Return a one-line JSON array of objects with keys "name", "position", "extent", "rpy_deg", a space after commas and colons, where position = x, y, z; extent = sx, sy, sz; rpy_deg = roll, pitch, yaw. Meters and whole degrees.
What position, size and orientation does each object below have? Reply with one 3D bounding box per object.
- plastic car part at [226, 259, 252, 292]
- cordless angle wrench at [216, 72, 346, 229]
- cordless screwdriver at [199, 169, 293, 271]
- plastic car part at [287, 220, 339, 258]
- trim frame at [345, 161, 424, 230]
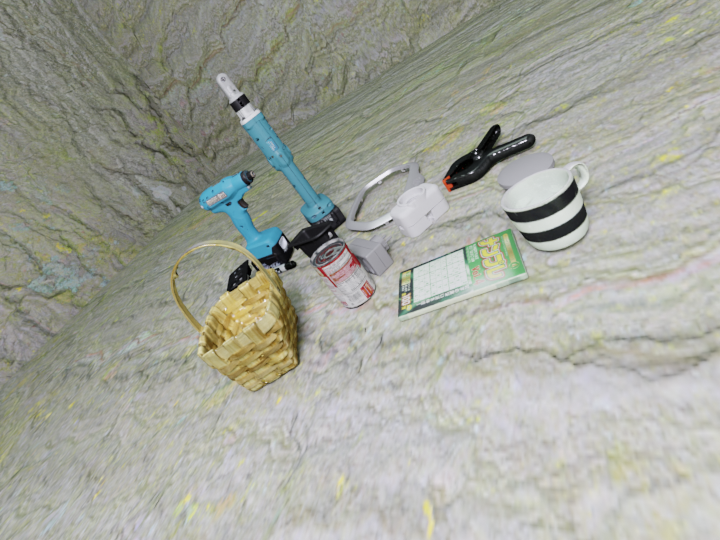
[{"name": "plastic car part", "position": [-0.264, 0.058, 0.938], "extent": [0.067, 0.064, 0.210], "rpy_deg": [-33, 27, 8]}, {"name": "cordless angle wrench", "position": [-0.184, -0.259, 0.961], "extent": [0.074, 0.407, 0.102], "rpy_deg": [-39, 23, -5]}, {"name": "cordless screwdriver", "position": [-0.248, -0.115, 0.998], "extent": [0.164, 0.239, 0.075], "rpy_deg": [-22, 27, 30]}, {"name": "plastic car part", "position": [-0.089, -0.058, 0.905], "extent": [0.121, 0.068, 0.066], "rpy_deg": [-7, 38, 46]}, {"name": "trim frame", "position": [0.054, -0.167, 0.951], "extent": [0.190, 0.026, 0.251], "rpy_deg": [-19, 32, 32]}]
